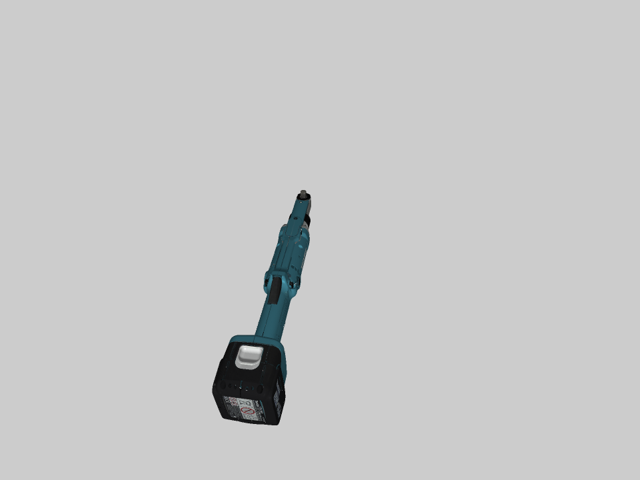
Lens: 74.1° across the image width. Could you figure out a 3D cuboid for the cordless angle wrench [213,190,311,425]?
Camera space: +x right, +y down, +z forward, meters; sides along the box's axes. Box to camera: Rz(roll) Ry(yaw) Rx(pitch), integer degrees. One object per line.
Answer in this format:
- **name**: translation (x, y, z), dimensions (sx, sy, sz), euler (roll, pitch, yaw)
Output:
- **cordless angle wrench**: translation (-0.059, 0.062, 0.657), dimensions (0.074, 0.098, 0.421), euler (4, 42, 7)
